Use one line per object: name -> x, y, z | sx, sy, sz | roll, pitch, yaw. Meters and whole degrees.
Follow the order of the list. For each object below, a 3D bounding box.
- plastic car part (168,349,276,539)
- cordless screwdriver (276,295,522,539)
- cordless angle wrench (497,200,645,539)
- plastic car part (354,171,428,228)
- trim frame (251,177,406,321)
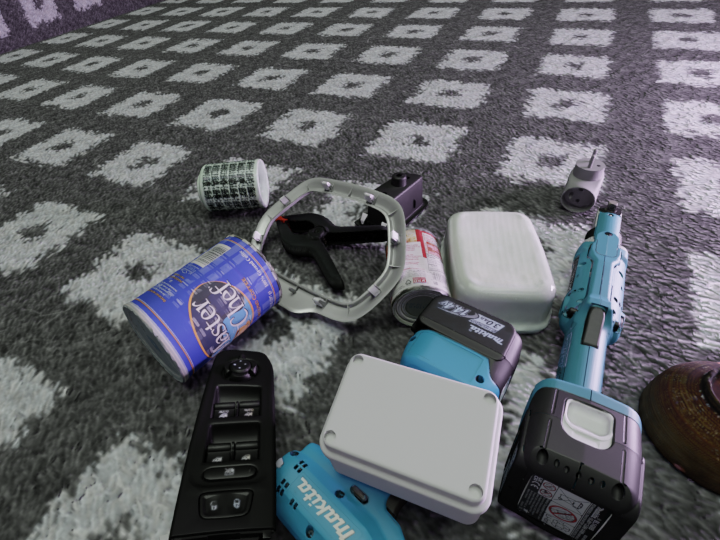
plastic car part -> -0.103, 0.142, 0.360 | 0.066, 0.065, 0.211 | -9, 29, -7
cordless screwdriver -> 0.058, 0.144, 0.355 | 0.168, 0.071, 0.245 | 29, 57, 32
cordless angle wrench -> 0.235, 0.046, 0.432 | 0.077, 0.095, 0.419 | 17, 43, 23
plastic car part -> 0.052, -0.109, 0.631 | 0.069, 0.068, 0.115 | 31, 56, 31
trim frame -> -0.053, -0.035, 0.540 | 0.263, 0.026, 0.184 | 24, 81, 36
